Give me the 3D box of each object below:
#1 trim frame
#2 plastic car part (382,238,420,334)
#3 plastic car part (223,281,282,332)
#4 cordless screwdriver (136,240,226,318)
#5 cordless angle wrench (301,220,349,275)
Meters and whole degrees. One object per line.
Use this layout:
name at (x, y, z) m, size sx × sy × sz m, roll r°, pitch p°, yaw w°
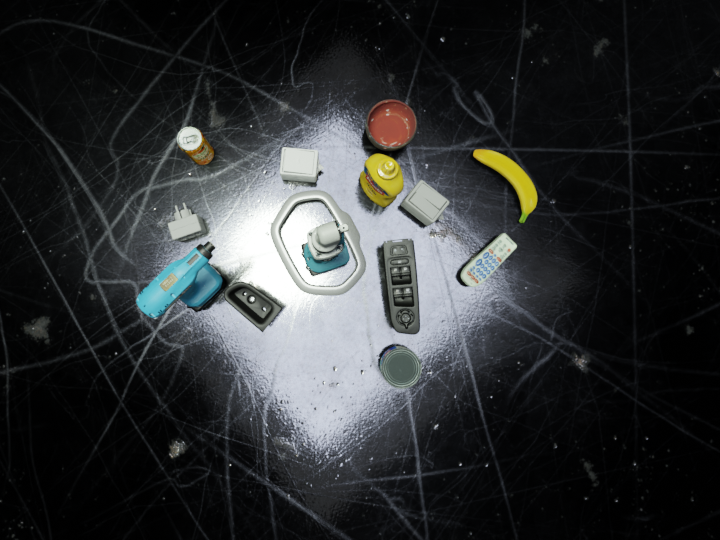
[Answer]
trim frame at (-0.092, -0.060, 0.942) m, size 0.184 × 0.027 × 0.250 m, roll -29°, pitch 85°, yaw -2°
plastic car part at (0.087, 0.036, 0.912) m, size 0.066 × 0.067 × 0.204 m, roll -6°, pitch 85°, yaw -3°
plastic car part at (-0.231, 0.068, 0.908) m, size 0.117 × 0.071 × 0.066 m, roll 38°, pitch 85°, yaw 2°
cordless screwdriver at (-0.321, 0.014, 0.825) m, size 0.074 × 0.249 × 0.159 m, roll 44°, pitch 85°, yaw -2°
cordless angle wrench at (-0.061, -0.041, 0.742) m, size 0.097 × 0.423 × 0.075 m, roll -18°, pitch 90°, yaw -5°
